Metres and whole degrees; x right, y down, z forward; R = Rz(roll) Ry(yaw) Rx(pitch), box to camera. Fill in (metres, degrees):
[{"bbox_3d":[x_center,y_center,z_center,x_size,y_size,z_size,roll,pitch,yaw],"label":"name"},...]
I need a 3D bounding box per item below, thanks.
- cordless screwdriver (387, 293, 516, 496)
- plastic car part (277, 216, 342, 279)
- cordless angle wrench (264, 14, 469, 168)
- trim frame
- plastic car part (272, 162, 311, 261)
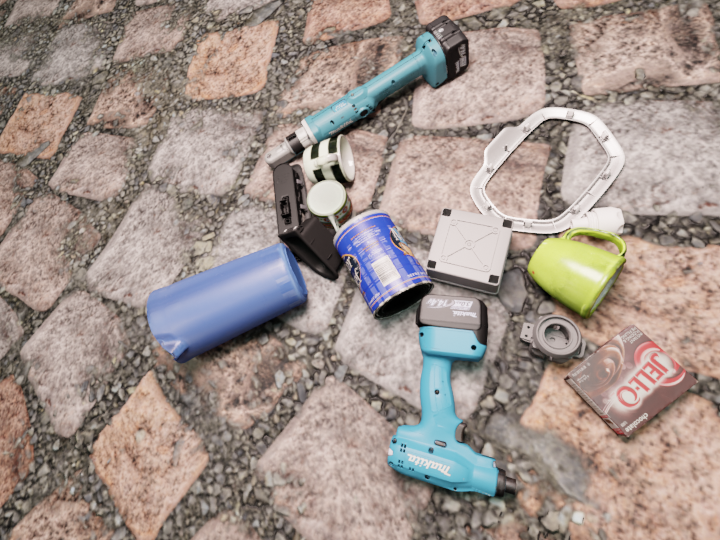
[{"bbox_3d":[0.137,0.163,0.578,0.165,0.071,0.251,7,76,19],"label":"cordless screwdriver"},{"bbox_3d":[-0.070,-0.046,0.720,0.068,0.112,0.071,-10,42,57],"label":"plastic car part"},{"bbox_3d":[-0.003,-0.317,0.805,0.426,0.094,0.077,-30,69,8],"label":"cordless angle wrench"},{"bbox_3d":[0.295,-0.166,0.682,0.248,0.026,0.193,-48,63,-3],"label":"trim frame"},{"bbox_3d":[-0.133,-0.118,0.783,0.068,0.063,0.209,-17,63,16],"label":"plastic car part"}]
